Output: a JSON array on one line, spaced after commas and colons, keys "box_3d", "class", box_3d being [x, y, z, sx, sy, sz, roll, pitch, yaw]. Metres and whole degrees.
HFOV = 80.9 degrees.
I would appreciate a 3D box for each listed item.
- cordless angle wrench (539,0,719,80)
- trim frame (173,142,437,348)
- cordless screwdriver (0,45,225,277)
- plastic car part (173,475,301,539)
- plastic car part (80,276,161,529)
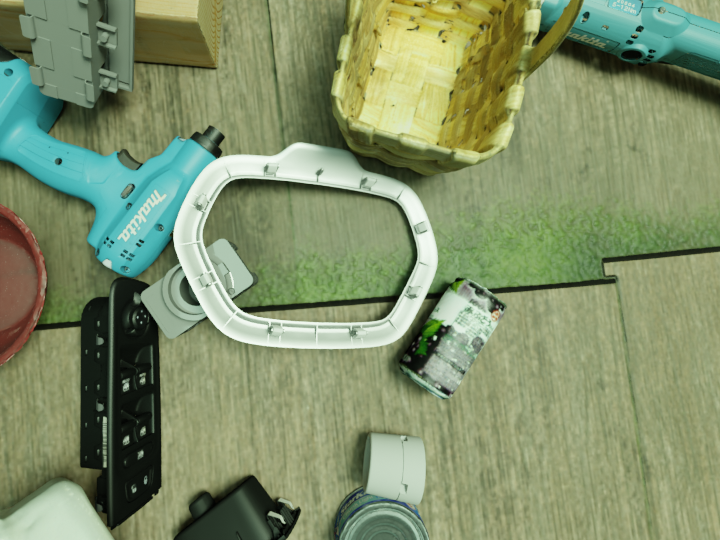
[{"box_3d": [0.273, -0.232, 0.411, 0.425, 0.097, 0.074, 21, 89, 3], "class": "cordless angle wrench"}, {"box_3d": [-0.037, -0.024, 0.381, 0.242, 0.028, 0.187, 5, 75, -16], "class": "trim frame"}, {"box_3d": [-0.260, -0.125, 0.390, 0.247, 0.075, 0.159, 36, 85, -4], "class": "cordless screwdriver"}, {"box_3d": [-0.122, 0.232, 0.377, 0.116, 0.064, 0.073, -34, 75, -2], "class": "plastic car part"}, {"box_3d": [-0.218, 0.107, 0.382, 0.069, 0.064, 0.203, 0, 87, 21], "class": "plastic car part"}]
